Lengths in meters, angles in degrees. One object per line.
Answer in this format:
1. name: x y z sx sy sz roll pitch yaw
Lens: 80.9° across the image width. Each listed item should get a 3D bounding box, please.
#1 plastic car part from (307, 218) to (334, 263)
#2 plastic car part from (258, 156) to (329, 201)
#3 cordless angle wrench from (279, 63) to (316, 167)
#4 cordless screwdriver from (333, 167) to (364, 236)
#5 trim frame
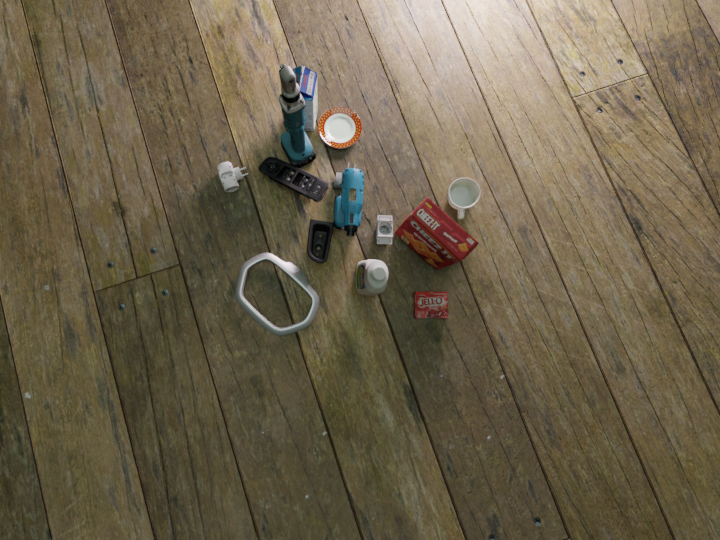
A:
1. plastic car part: -0.114 -0.074 1.164 0.066 0.070 0.117 8 82 -2
2. plastic car part: -0.190 -0.258 1.197 0.205 0.066 0.066 28 82 4
3. cordless angle wrench: -0.162 -0.366 1.036 0.074 0.421 0.099 -28 87 -7
4. cordless screwdriver: -0.029 -0.148 1.087 0.074 0.248 0.160 3 83 -5
5. trim frame: -0.230 0.064 1.164 0.251 0.027 0.184 40 83 6
